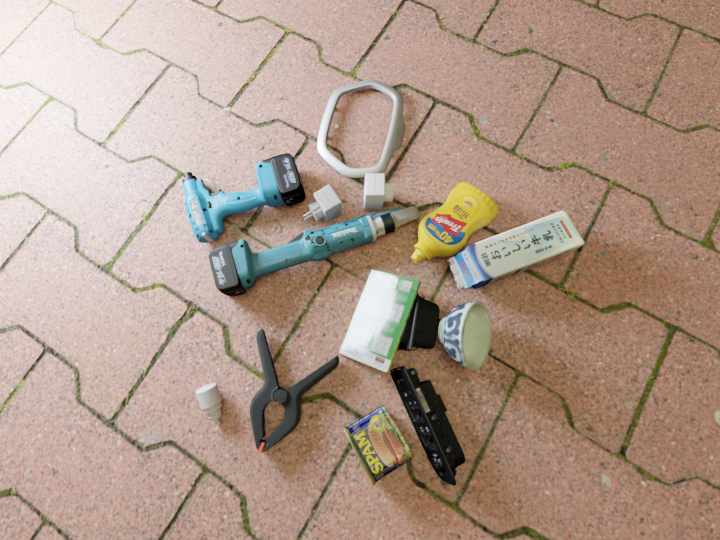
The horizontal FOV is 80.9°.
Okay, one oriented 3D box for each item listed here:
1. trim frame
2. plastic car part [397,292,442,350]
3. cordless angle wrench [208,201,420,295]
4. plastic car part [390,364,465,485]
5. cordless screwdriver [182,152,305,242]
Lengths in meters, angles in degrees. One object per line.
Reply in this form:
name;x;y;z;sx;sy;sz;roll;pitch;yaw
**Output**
trim frame;0.005;-0.315;0.932;0.187;0.027;0.251;11;73;8
plastic car part;0.118;0.100;0.792;0.070;0.066;0.117;19;72;-10
cordless angle wrench;-0.082;-0.054;0.841;0.421;0.073;0.100;-17;76;-4
plastic car part;0.123;0.263;0.744;0.065;0.067;0.208;-11;71;-29
cordless screwdriver;-0.249;-0.173;0.884;0.249;0.072;0.163;-23;75;1
